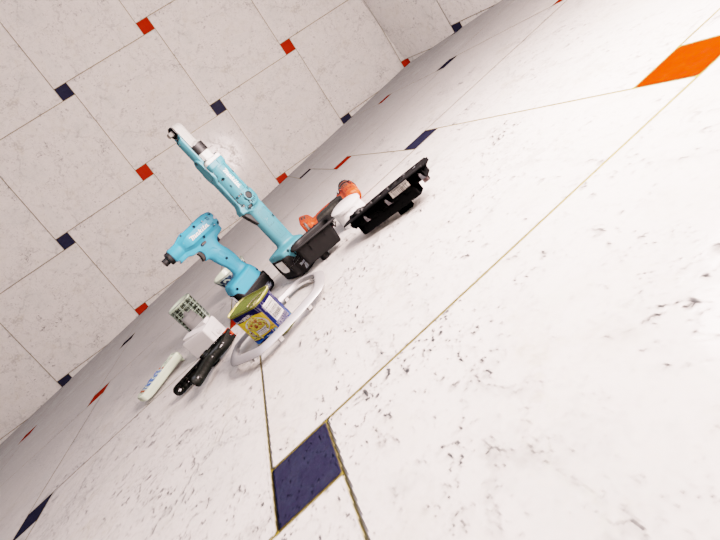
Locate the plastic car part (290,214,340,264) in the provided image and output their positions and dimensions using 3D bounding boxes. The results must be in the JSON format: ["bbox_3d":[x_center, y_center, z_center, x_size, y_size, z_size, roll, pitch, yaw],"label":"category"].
[{"bbox_3d":[-0.091,-0.059,0.926,0.116,0.069,0.068,-44,18,-4],"label":"plastic car part"}]

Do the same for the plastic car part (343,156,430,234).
[{"bbox_3d":[0.056,-0.133,0.812,0.207,0.065,0.067,-31,21,29],"label":"plastic car part"}]

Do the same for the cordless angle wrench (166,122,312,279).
[{"bbox_3d":[-0.261,-0.157,0.940,0.077,0.411,0.097,-24,24,50],"label":"cordless angle wrench"}]

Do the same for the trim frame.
[{"bbox_3d":[-0.155,0.088,0.809,0.247,0.027,0.191,-50,22,-21],"label":"trim frame"}]

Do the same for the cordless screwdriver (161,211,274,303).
[{"bbox_3d":[-0.337,-0.002,1.012,0.158,0.242,0.077,-49,17,-22],"label":"cordless screwdriver"}]
